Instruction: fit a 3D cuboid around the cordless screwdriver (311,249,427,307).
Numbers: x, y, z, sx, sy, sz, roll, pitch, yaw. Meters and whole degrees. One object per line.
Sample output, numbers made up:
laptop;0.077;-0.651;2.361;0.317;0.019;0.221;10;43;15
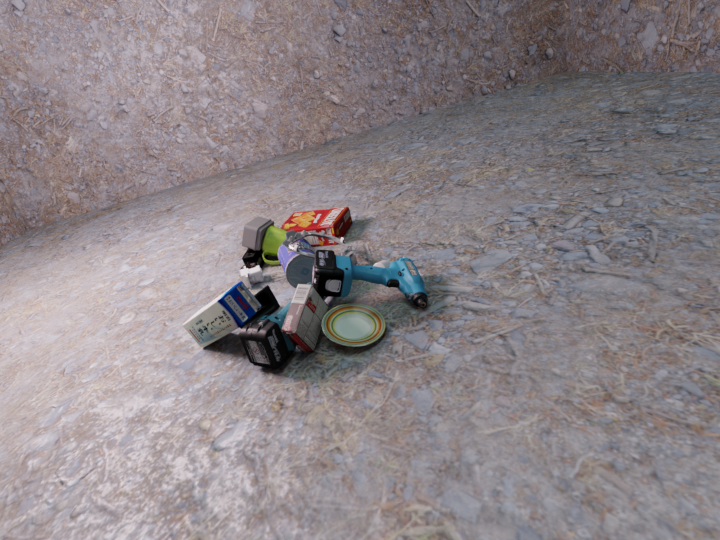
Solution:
cordless screwdriver;0.019;0.024;0.930;0.245;0.073;0.165;3;30;-10

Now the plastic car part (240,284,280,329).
plastic car part;-0.270;0.095;1.049;0.114;0.064;0.074;-38;17;-31

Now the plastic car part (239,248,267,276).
plastic car part;-0.342;-0.052;1.365;0.067;0.065;0.206;-18;23;13

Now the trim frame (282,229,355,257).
trim frame;-0.111;-0.073;1.136;0.189;0.027;0.245;16;20;12

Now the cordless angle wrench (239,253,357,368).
cordless angle wrench;-0.111;0.061;0.986;0.077;0.095;0.417;-4;26;32
